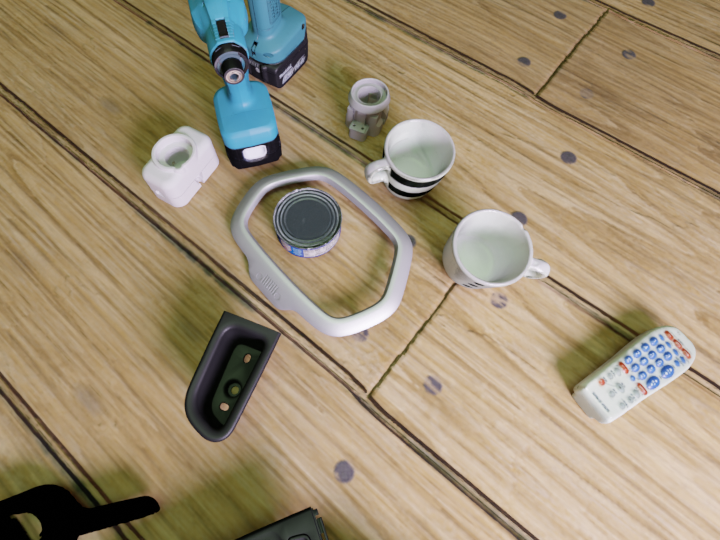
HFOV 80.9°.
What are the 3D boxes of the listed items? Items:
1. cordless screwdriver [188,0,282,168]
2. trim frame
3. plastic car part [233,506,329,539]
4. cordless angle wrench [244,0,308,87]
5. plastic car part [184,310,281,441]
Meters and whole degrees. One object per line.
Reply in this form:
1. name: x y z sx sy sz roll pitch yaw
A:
1. cordless screwdriver: -0.138 -0.203 0.484 0.074 0.243 0.164 -14 70 -9
2. trim frame: -0.051 -0.034 0.527 0.182 0.027 0.257 -41 72 -15
3. plastic car part: -0.121 0.280 0.371 0.201 0.065 0.068 -21 70 -8
4. cordless angle wrench: -0.118 -0.397 0.476 0.076 0.414 0.098 33 70 8
5. plastic car part: -0.133 0.113 0.441 0.067 0.069 0.117 19 68 6
